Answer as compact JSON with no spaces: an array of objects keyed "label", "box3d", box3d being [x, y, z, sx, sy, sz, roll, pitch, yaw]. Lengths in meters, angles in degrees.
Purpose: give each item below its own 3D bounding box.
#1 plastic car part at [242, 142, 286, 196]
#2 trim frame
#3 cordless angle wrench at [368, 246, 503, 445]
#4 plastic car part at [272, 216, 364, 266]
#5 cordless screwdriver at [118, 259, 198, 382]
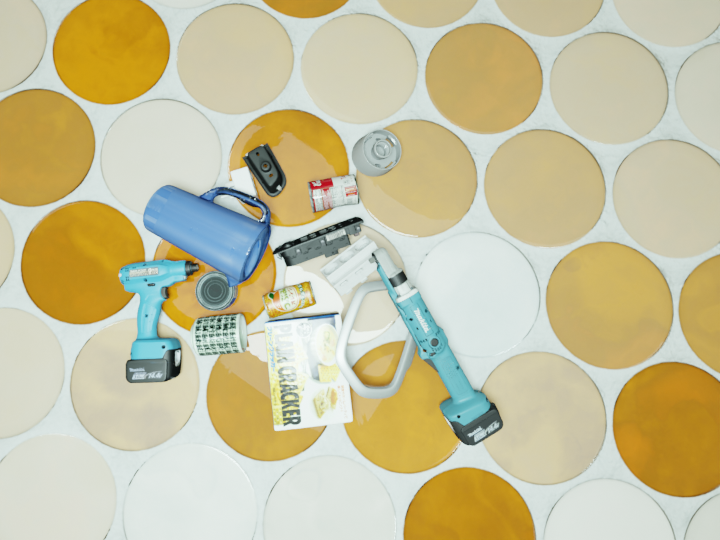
[{"label":"plastic car part","box3d":[-0.205,-0.223,0.916,0.066,0.070,0.118,-32,83,-4]},{"label":"trim frame","box3d":[0.043,0.136,0.868,0.178,0.028,0.250,25,69,-17]},{"label":"cordless angle wrench","box3d":[0.139,0.140,0.846,0.097,0.075,0.421,-30,93,-4]},{"label":"plastic car part","box3d":[-0.089,-0.058,0.907,0.202,0.068,0.065,-17,112,-4]},{"label":"cordless screwdriver","box3d":[-0.411,0.100,0.880,0.159,0.073,0.252,-7,80,-2]}]
